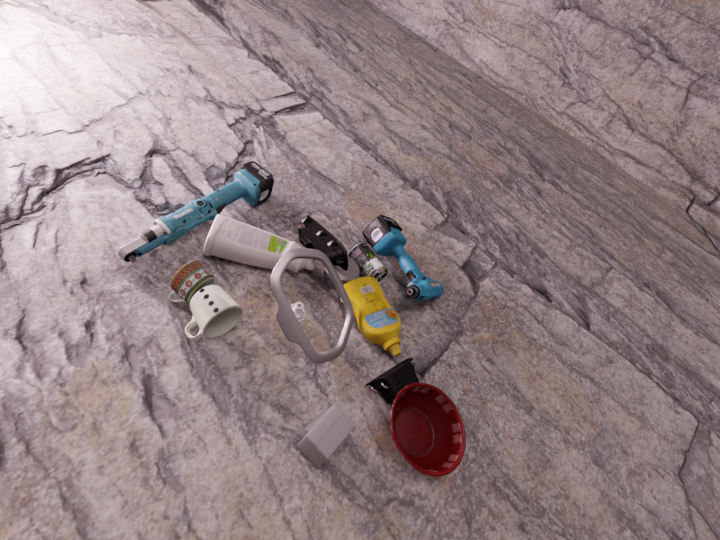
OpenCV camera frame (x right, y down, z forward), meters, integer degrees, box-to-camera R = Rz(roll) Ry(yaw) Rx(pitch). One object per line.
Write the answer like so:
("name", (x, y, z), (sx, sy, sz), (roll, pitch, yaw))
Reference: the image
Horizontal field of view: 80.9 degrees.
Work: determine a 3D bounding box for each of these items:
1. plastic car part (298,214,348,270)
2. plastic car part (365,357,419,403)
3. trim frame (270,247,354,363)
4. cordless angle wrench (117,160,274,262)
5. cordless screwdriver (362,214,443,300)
("plastic car part", (-0.097, -0.064, 0.993), (0.064, 0.065, 0.215), (-11, 32, -35))
("plastic car part", (0.082, 0.231, 0.865), (0.112, 0.067, 0.072), (-16, 74, -39))
("trim frame", (-0.096, 0.069, 0.871), (0.180, 0.029, 0.243), (-38, 108, -43))
("cordless angle wrench", (-0.377, -0.139, 0.996), (0.100, 0.074, 0.416), (37, 48, 10))
("cordless screwdriver", (0.098, -0.028, 1.063), (0.152, 0.075, 0.259), (4, 45, -56))
